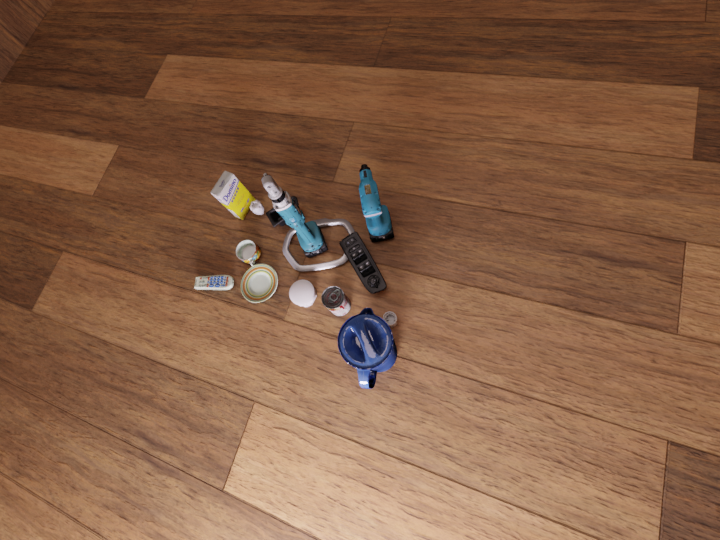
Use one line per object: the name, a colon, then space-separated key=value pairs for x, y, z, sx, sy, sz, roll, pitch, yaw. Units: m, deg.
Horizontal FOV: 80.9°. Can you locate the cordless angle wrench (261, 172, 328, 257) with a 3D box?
cordless angle wrench: x=-0.188 y=-0.151 z=1.202 sx=0.075 sy=0.406 sz=0.101 roll=-22 pitch=68 yaw=3

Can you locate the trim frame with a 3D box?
trim frame: x=-0.134 y=-0.088 z=1.373 sx=0.253 sy=0.026 sz=0.189 roll=-11 pitch=67 yaw=12

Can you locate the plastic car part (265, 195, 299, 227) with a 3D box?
plastic car part: x=-0.248 y=-0.191 z=1.422 sx=0.117 sy=0.068 sz=0.069 roll=-33 pitch=66 yaw=1

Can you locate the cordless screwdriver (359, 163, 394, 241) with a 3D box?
cordless screwdriver: x=0.040 y=-0.191 z=1.245 sx=0.075 sy=0.239 sz=0.163 roll=-12 pitch=68 yaw=8

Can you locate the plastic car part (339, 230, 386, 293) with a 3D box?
plastic car part: x=0.011 y=-0.016 z=1.282 sx=0.066 sy=0.064 sz=0.211 roll=-30 pitch=65 yaw=2
